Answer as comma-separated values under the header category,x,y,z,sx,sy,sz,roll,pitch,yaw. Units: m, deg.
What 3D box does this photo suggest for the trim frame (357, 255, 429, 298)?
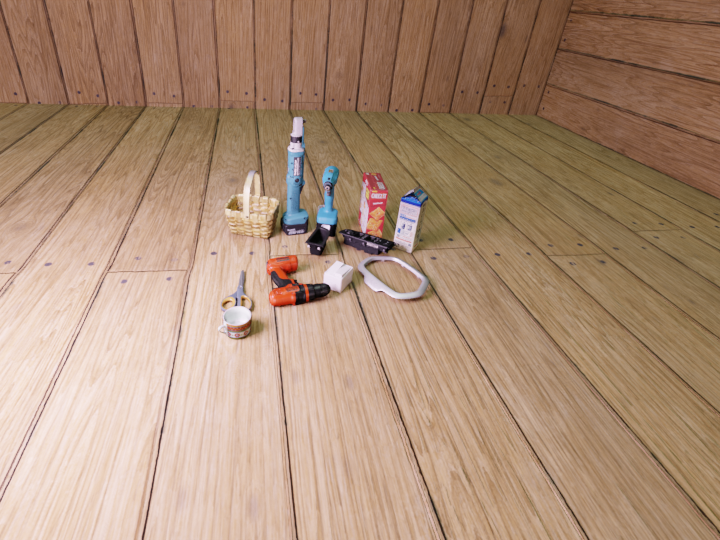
category,x,y,z,sx,sy,sz,roll,pitch,yaw
trim frame,0.102,0.018,1.348,0.178,0.027,0.263,-19,40,-30

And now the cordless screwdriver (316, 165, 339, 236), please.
category,x,y,z,sx,sy,sz,roll,pitch,yaw
cordless screwdriver,-0.116,-0.234,1.508,0.075,0.243,0.162,7,33,0

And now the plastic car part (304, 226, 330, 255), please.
category,x,y,z,sx,sy,sz,roll,pitch,yaw
plastic car part,-0.142,-0.093,1.450,0.067,0.069,0.117,13,34,11

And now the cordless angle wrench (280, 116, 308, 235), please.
category,x,y,z,sx,sy,sz,roll,pitch,yaw
cordless angle wrench,-0.227,-0.323,1.477,0.095,0.413,0.078,-6,35,-21

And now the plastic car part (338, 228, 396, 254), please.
category,x,y,z,sx,sy,sz,roll,pitch,yaw
plastic car part,0.018,-0.098,1.478,0.212,0.065,0.065,23,37,26
